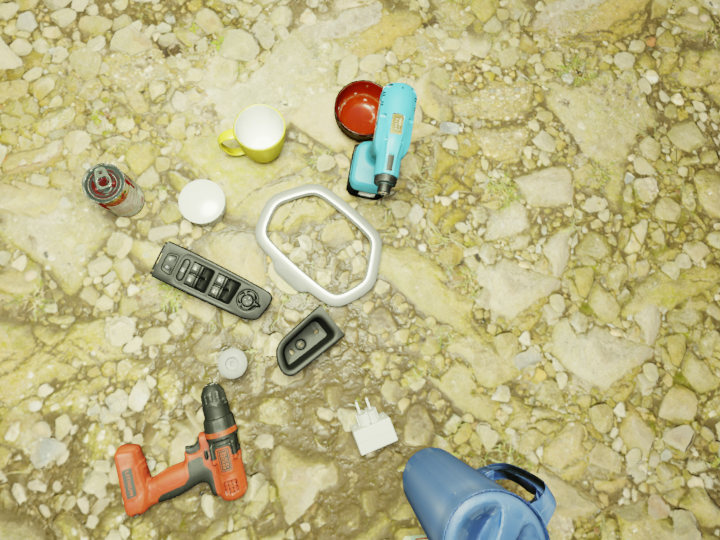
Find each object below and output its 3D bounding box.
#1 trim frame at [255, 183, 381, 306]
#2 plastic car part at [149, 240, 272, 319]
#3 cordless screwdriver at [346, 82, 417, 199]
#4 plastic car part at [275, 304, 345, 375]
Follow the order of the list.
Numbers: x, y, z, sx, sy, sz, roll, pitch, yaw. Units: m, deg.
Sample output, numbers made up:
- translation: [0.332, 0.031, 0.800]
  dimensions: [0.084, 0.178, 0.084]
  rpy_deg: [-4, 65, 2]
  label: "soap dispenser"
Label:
- translation: [-0.076, -0.049, 0.772]
  dimensions: [0.250, 0.027, 0.183]
  rpy_deg: [40, 80, 4]
  label: "trim frame"
- translation: [-0.251, 0.024, 0.727]
  dimensions: [0.203, 0.067, 0.066]
  rpy_deg: [25, 79, 0]
  label: "plastic car part"
- translation: [0.028, -0.171, 0.689]
  dimensions: [0.074, 0.249, 0.160]
  rpy_deg: [11, 81, -7]
  label: "cordless screwdriver"
- translation: [-0.094, 0.122, 0.718]
  dimensions: [0.116, 0.071, 0.066]
  rpy_deg: [-40, 88, -10]
  label: "plastic car part"
